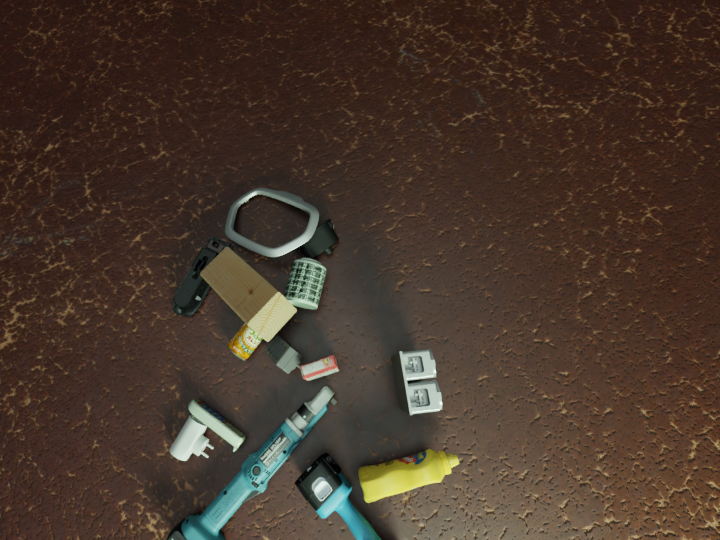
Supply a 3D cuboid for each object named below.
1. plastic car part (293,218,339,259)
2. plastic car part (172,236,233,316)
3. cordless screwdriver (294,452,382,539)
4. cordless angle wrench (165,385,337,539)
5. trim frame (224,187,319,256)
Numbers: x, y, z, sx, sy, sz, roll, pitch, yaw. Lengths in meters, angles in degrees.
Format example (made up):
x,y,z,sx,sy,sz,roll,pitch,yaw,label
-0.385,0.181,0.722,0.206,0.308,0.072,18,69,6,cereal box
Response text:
x,y,z,sx,sy,sz,roll,pitch,yaw,label
-0.097,-0.064,0.997,0.115,0.066,0.071,-34,90,-10,plastic car part
-0.377,0.014,0.993,0.067,0.066,0.203,24,78,2,plastic car part
-0.012,0.461,0.766,0.074,0.155,0.257,-43,73,-10,cordless screwdriver
-0.204,0.401,0.850,0.101,0.073,0.421,40,77,13,cordless angle wrench
-0.213,-0.121,1.002,0.261,0.026,0.184,22,66,29,trim frame
